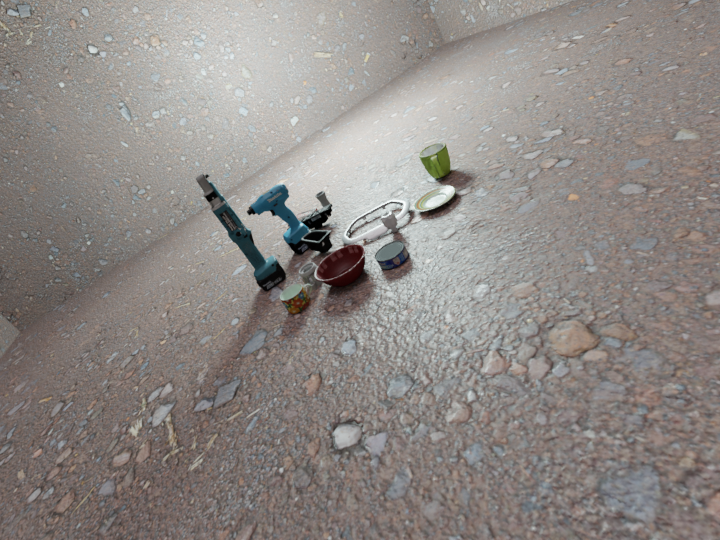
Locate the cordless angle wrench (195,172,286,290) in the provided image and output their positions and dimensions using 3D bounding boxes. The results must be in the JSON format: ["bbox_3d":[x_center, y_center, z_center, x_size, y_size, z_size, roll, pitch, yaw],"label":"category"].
[{"bbox_3d":[-0.386,-0.121,1.339,0.098,0.407,0.077,-34,23,-5],"label":"cordless angle wrench"}]

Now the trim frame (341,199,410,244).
[{"bbox_3d":[0.048,-0.156,1.355,0.252,0.026,0.189,-26,28,13],"label":"trim frame"}]

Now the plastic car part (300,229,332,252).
[{"bbox_3d":[-0.136,-0.089,1.393,0.122,0.068,0.065,5,43,51],"label":"plastic car part"}]

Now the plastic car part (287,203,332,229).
[{"bbox_3d":[-0.187,-0.186,1.612,0.209,0.064,0.067,-18,28,26],"label":"plastic car part"}]

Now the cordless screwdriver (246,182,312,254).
[{"bbox_3d":[-0.272,-0.164,1.472,0.158,0.239,0.078,-36,24,-9],"label":"cordless screwdriver"}]
